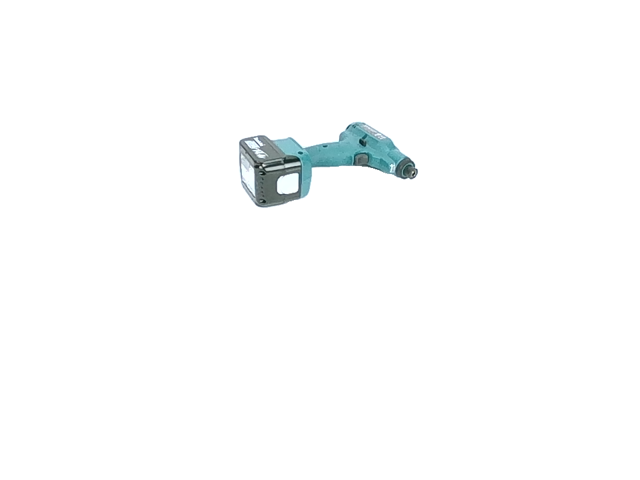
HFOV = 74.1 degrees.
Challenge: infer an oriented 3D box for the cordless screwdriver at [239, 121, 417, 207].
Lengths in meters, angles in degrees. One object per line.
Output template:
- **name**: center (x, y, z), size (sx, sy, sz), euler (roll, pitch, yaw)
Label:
- **cordless screwdriver**: center (0.013, -0.113, 0.641), size (0.247, 0.074, 0.159), euler (-19, 43, -26)
